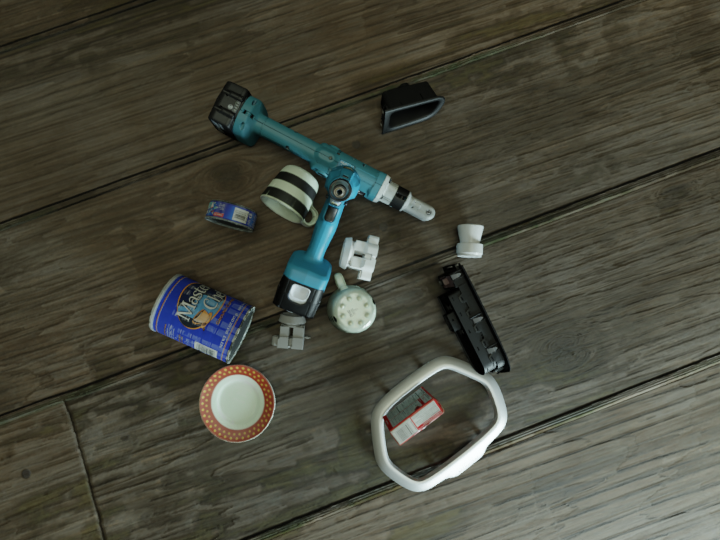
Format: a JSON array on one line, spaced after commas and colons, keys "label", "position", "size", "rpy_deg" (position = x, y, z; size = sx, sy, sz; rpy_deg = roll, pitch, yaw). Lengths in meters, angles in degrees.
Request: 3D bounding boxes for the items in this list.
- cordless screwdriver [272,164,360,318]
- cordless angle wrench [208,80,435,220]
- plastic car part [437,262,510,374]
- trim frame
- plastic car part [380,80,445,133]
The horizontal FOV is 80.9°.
[{"label": "cordless screwdriver", "position": [-0.065, -0.042, 0.664], "size": [0.074, 0.161, 0.247], "rpy_deg": [22, 106, -5]}, {"label": "cordless angle wrench", "position": [-0.059, -0.193, 0.746], "size": [0.423, 0.098, 0.074], "rpy_deg": [27, 88, -1]}, {"label": "plastic car part", "position": [0.185, 0.091, 0.715], "size": [0.066, 0.067, 0.204], "rpy_deg": [-28, 87, -23]}, {"label": "trim frame", "position": [0.132, 0.261, 0.725], "size": [0.247, 0.027, 0.186], "rpy_deg": [-37, 84, -5]}, {"label": "plastic car part", "position": [0.085, -0.309, 0.775], "size": [0.116, 0.064, 0.073], "rpy_deg": [-21, 72, -6]}]
